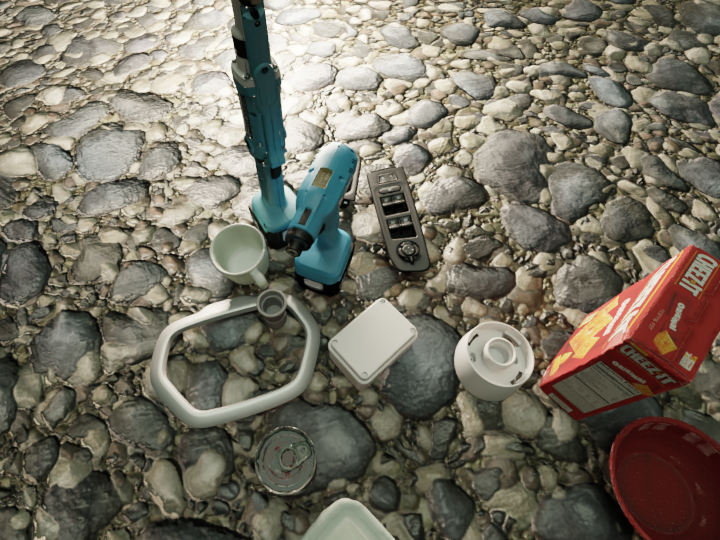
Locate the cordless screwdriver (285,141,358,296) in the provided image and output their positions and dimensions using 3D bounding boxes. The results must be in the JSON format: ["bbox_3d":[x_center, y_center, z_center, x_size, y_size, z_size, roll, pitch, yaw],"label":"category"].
[{"bbox_3d":[-0.057,-0.037,0.584,0.075,0.242,0.160,18,61,6],"label":"cordless screwdriver"}]

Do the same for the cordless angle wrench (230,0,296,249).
[{"bbox_3d":[-0.127,-0.177,0.570,0.073,0.412,0.102,-27,66,-18],"label":"cordless angle wrench"}]

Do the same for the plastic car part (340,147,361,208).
[{"bbox_3d":[-0.034,-0.158,0.757,0.067,0.069,0.118,10,60,3],"label":"plastic car part"}]

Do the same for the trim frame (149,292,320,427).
[{"bbox_3d":[-0.179,0.119,0.616,0.245,0.027,0.192,-17,61,-10],"label":"trim frame"}]

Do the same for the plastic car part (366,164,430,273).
[{"bbox_3d":[0.061,-0.078,0.711,0.066,0.065,0.210,-9,60,-8],"label":"plastic car part"}]
